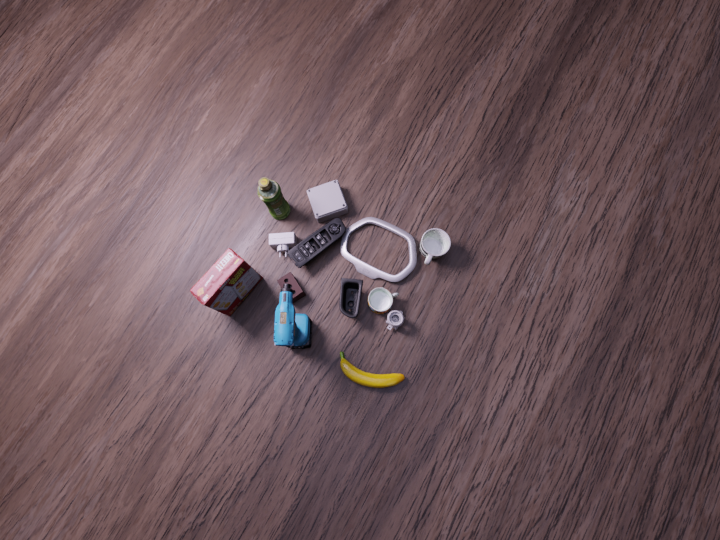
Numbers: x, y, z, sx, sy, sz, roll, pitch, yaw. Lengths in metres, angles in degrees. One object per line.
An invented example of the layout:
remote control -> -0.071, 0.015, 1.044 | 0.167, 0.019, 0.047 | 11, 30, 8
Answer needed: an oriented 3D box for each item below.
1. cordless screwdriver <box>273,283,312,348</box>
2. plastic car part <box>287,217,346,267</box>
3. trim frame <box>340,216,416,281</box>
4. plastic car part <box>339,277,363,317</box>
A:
cordless screwdriver -> -0.188, 0.137, 1.177 | 0.075, 0.242, 0.162 | -1, 74, 3
plastic car part -> -0.130, -0.085, 1.332 | 0.202, 0.065, 0.068 | -39, 74, -5
trim frame -> 0.056, -0.066, 1.321 | 0.256, 0.027, 0.184 | 26, 78, 15
plastic car part -> -0.029, 0.088, 1.261 | 0.067, 0.069, 0.118 | 4, 74, 6
